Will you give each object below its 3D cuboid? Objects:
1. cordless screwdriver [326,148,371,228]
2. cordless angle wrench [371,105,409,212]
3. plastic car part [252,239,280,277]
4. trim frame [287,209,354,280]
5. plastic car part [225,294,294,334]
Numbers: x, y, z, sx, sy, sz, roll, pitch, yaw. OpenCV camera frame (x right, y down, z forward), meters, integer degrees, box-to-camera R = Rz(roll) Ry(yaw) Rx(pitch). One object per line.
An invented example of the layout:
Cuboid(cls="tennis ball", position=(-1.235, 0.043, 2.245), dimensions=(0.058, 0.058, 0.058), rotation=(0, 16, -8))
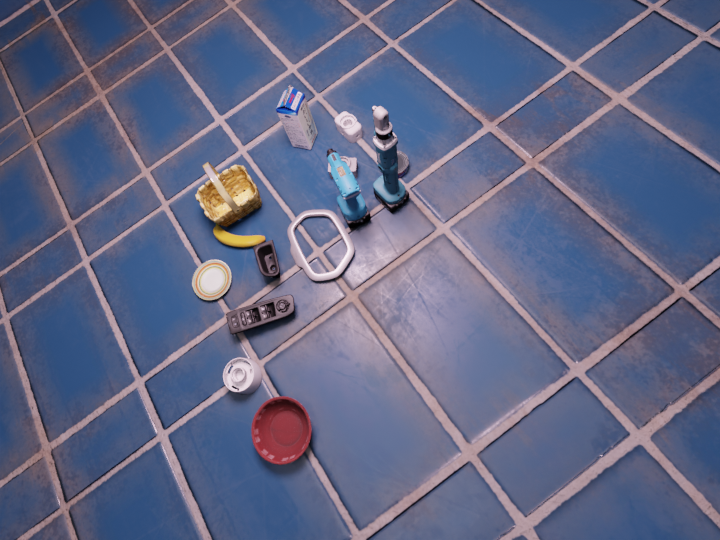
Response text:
Cuboid(cls="cordless screwdriver", position=(-0.040, -0.231, 1.214), dimensions=(0.074, 0.240, 0.165), rotation=(-25, 69, -1))
Cuboid(cls="cordless angle wrench", position=(0.071, -0.287, 1.119), dimensions=(0.074, 0.408, 0.102), rotation=(-40, 71, -6))
Cuboid(cls="plastic car part", position=(-0.273, -0.022, 1.281), dimensions=(0.066, 0.068, 0.120), rotation=(-21, 68, 2))
Cuboid(cls="trim frame", position=(-0.127, -0.083, 1.294), dimensions=(0.184, 0.026, 0.258), rotation=(-30, 67, 0))
Cuboid(cls="plastic car part", position=(-0.282, 0.129, 1.228), dimensions=(0.204, 0.064, 0.068), rotation=(-19, 69, 5))
